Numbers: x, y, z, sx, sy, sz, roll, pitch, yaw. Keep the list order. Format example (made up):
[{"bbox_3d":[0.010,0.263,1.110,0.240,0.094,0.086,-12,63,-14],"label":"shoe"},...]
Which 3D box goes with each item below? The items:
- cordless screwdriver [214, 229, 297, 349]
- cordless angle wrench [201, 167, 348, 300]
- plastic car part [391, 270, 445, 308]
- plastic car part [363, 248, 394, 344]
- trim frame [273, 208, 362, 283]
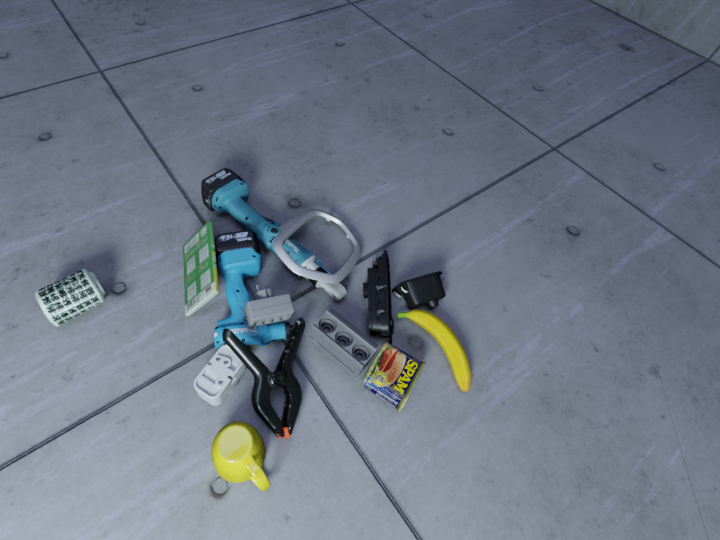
[{"bbox_3d":[-0.225,0.037,0.876,0.156,0.073,0.258,-6,60,-13],"label":"cordless screwdriver"},{"bbox_3d":[-0.197,-0.077,0.959,0.437,0.073,0.096,40,56,18],"label":"cordless angle wrench"},{"bbox_3d":[0.139,0.048,0.912,0.114,0.066,0.073,-12,74,-18],"label":"plastic car part"},{"bbox_3d":[0.039,0.055,0.892,0.067,0.064,0.209,-5,56,1],"label":"plastic car part"},{"bbox_3d":[-0.091,-0.060,0.935,0.186,0.027,0.247,34,40,2],"label":"trim frame"}]
